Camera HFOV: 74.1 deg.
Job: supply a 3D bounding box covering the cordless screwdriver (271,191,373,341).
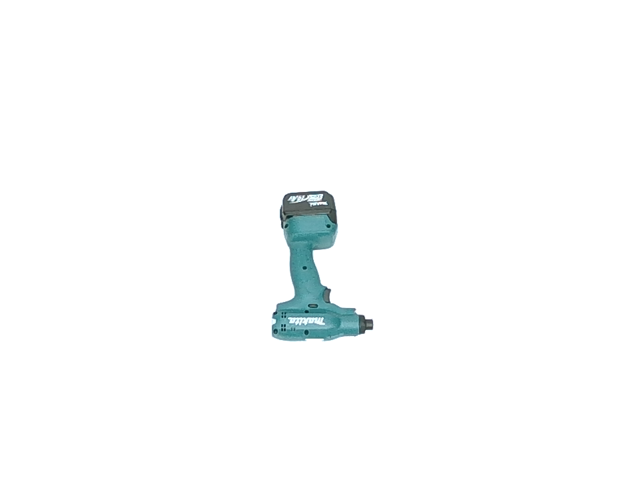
[{"bbox_3d":[0.003,0.042,0.708,0.159,0.248,0.074,0,-23,-1],"label":"cordless screwdriver"}]
